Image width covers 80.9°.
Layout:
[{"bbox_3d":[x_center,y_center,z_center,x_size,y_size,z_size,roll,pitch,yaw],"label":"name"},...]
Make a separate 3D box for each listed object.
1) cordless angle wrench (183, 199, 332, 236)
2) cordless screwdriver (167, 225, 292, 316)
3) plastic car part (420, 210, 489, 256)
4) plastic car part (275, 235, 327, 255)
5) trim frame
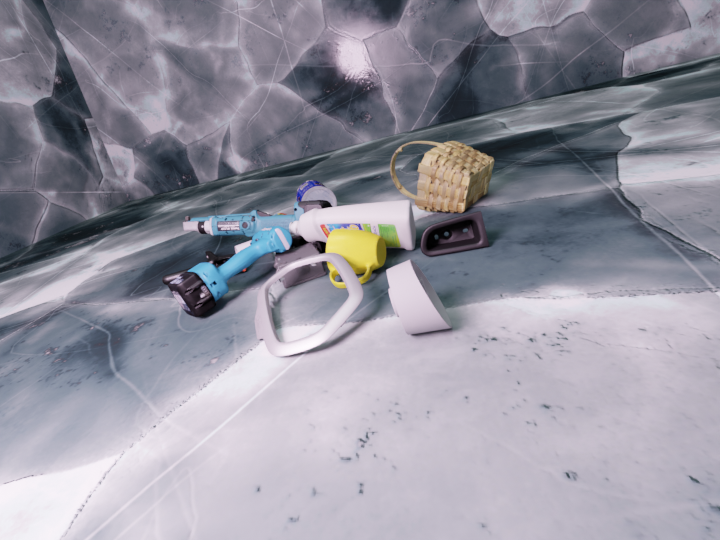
[{"bbox_3d":[-0.277,-0.118,1.072,0.437,0.097,0.072,0,7,22],"label":"cordless angle wrench"},{"bbox_3d":[-0.268,-0.012,0.869,0.245,0.072,0.166,-38,21,-24],"label":"cordless screwdriver"},{"bbox_3d":[0.170,-0.067,0.789,0.119,0.065,0.070,-12,5,17],"label":"plastic car part"},{"bbox_3d":[-0.091,-0.060,0.934,0.205,0.065,0.067,-13,10,6],"label":"plastic car part"},{"bbox_3d":[-0.092,0.045,0.680,0.184,0.026,0.260,-30,33,-3],"label":"trim frame"}]
